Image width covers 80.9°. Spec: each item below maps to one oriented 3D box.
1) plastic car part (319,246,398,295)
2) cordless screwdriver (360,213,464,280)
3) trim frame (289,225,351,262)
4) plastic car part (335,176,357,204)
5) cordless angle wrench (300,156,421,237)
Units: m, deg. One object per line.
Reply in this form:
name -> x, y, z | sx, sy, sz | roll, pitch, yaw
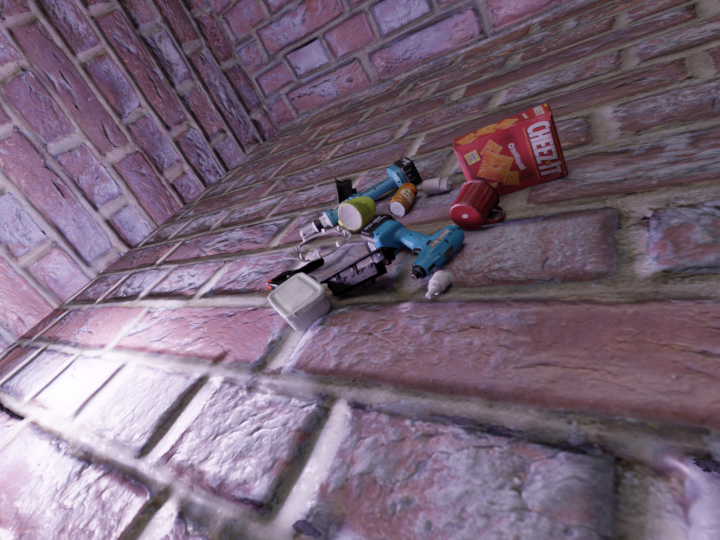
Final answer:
plastic car part -> -0.003, 0.009, 0.961 | 0.209, 0.068, 0.063 | -24, -8, 35
cordless screwdriver -> 0.099, -0.055, 0.990 | 0.157, 0.071, 0.262 | -43, 34, -23
trim frame -> -0.122, -0.080, 1.252 | 0.183, 0.027, 0.258 | -29, 23, -6
plastic car part -> -0.047, -0.256, 1.421 | 0.071, 0.113, 0.068 | -4, 28, -2
cordless angle wrench -> -0.012, -0.220, 1.364 | 0.425, 0.071, 0.101 | -30, 27, 5
